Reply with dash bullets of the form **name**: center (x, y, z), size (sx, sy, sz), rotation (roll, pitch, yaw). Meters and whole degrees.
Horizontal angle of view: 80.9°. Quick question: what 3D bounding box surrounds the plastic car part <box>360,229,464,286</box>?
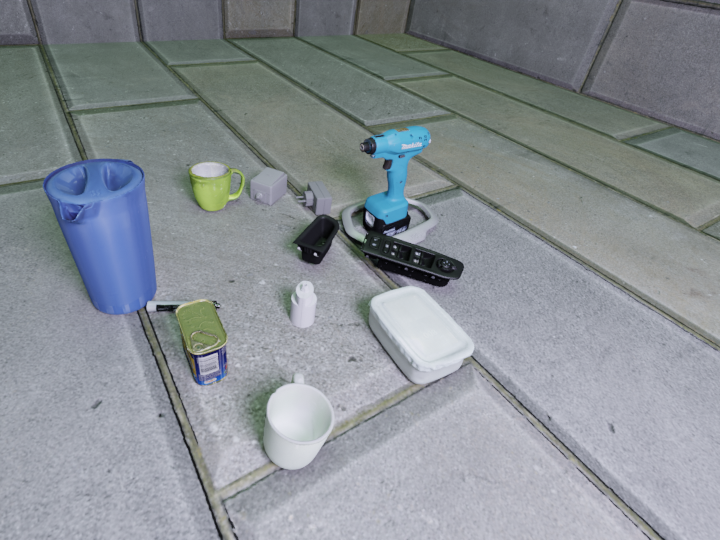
- **plastic car part**: center (0.100, -0.014, 0.847), size (0.207, 0.065, 0.066), rotation (15, 39, 10)

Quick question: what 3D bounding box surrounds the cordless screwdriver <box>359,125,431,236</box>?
- **cordless screwdriver**: center (0.053, -0.183, 0.908), size (0.154, 0.243, 0.078), rotation (-16, 45, -29)

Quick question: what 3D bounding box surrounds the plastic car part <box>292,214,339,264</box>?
- **plastic car part**: center (-0.085, -0.056, 0.869), size (0.068, 0.069, 0.116), rotation (19, 40, 13)

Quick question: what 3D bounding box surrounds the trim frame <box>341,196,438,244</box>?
- **trim frame**: center (0.069, -0.121, 1.005), size (0.241, 0.027, 0.194), rotation (-24, 48, -32)
